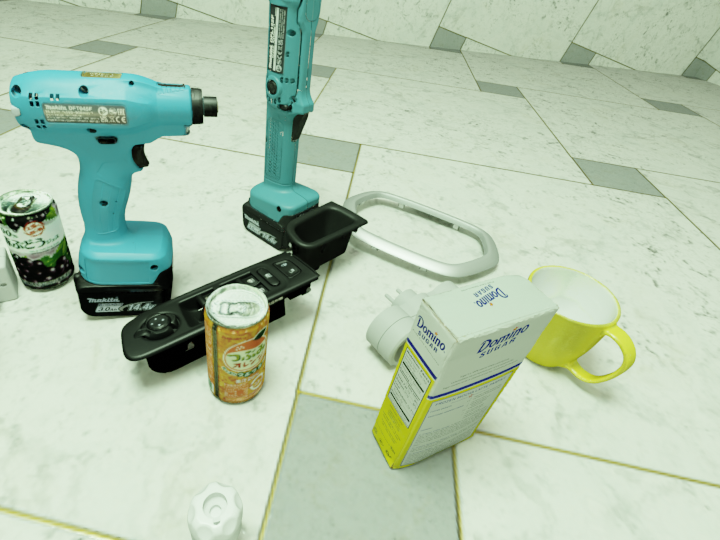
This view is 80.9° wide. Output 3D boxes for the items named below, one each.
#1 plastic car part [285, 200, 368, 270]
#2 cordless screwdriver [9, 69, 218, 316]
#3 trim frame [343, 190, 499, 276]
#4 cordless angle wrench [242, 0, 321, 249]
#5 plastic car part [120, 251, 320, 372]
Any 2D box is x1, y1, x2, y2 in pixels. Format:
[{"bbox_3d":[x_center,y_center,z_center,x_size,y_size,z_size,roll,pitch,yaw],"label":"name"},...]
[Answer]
[{"bbox_3d":[-0.054,-0.035,0.554,0.069,0.069,0.114,30,42,25],"label":"plastic car part"},{"bbox_3d":[-0.221,-0.068,0.423,0.155,0.243,0.078,-3,39,-18],"label":"cordless screwdriver"},{"bbox_3d":[0.087,-0.062,0.648,0.257,0.027,0.182,22,39,17],"label":"trim frame"},{"bbox_3d":[-0.085,-0.220,0.505,0.103,0.413,0.072,32,41,25],"label":"cordless angle wrench"},{"bbox_3d":[-0.142,0.044,0.438,0.197,0.065,0.070,-23,48,-34],"label":"plastic car part"}]
